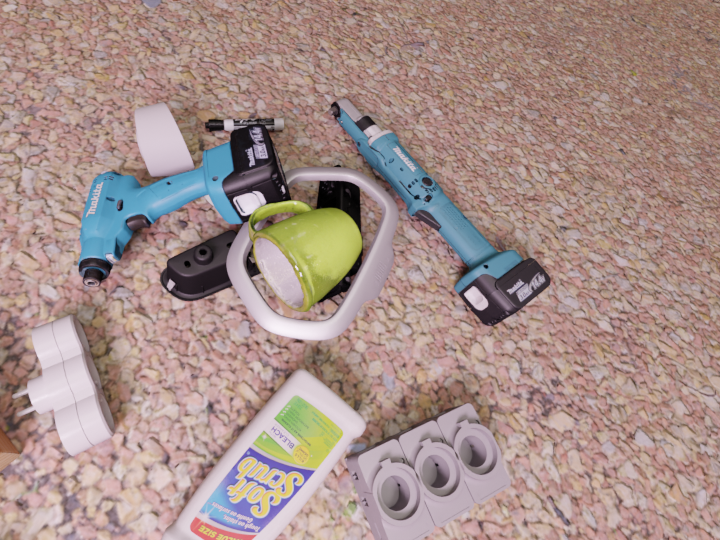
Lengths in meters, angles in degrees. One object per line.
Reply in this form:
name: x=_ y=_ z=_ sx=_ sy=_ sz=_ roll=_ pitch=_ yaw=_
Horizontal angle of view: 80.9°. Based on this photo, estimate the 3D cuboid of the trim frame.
trim frame: x=-0.050 y=-0.033 z=0.514 sx=0.187 sy=0.027 sz=0.250 roll=23 pitch=61 yaw=6

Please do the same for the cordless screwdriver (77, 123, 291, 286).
cordless screwdriver: x=-0.208 y=-0.074 z=0.494 sx=0.250 sy=0.071 sz=0.165 roll=-15 pitch=53 yaw=4

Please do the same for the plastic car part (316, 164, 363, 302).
plastic car part: x=-0.027 y=-0.056 z=0.583 sx=0.064 sy=0.067 sz=0.208 roll=10 pitch=62 yaw=-27

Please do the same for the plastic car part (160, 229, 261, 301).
plastic car part: x=-0.185 y=-0.011 z=0.518 sx=0.114 sy=0.071 sz=0.068 roll=-27 pitch=75 yaw=-28

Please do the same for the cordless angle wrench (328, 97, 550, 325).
cordless angle wrench: x=0.090 y=-0.116 z=0.638 sx=0.096 sy=0.073 sz=0.437 roll=-29 pitch=70 yaw=-25
